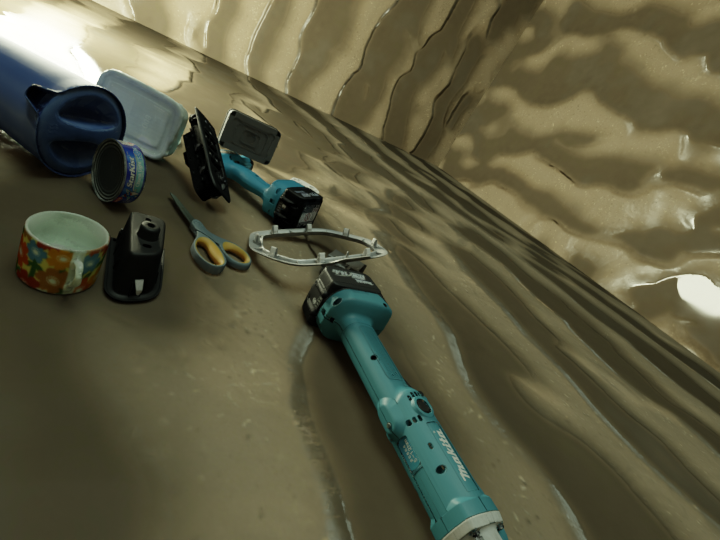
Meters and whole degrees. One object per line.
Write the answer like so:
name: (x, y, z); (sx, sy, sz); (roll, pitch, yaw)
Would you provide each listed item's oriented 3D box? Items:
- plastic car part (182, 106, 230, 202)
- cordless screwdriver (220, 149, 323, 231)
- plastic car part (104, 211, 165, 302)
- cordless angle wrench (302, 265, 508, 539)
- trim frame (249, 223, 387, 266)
plastic car part: (-0.281, -0.199, 0.756); (0.063, 0.067, 0.212); (70, -6, -61)
cordless screwdriver: (-0.192, -0.173, 0.855); (0.257, 0.074, 0.155); (31, 22, 15)
plastic car part: (-0.243, -0.024, 0.470); (0.063, 0.070, 0.123); (15, 23, -32)
cordless angle wrench: (0.051, 0.157, 0.440); (0.093, 0.074, 0.446); (13, 29, -36)
trim frame: (-0.068, -0.045, 0.699); (0.237, 0.027, 0.195); (-6, 24, -41)
